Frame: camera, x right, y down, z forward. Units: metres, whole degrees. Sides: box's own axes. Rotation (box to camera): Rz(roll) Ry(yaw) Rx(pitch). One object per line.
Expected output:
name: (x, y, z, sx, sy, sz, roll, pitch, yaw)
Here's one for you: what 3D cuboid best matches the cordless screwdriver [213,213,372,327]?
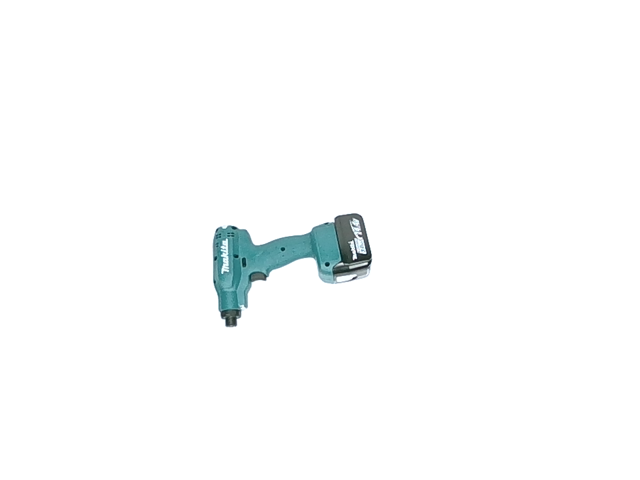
cordless screwdriver: (-0.044, 0.045, 0.665, 0.249, 0.159, 0.074, -7, -20, 2)
